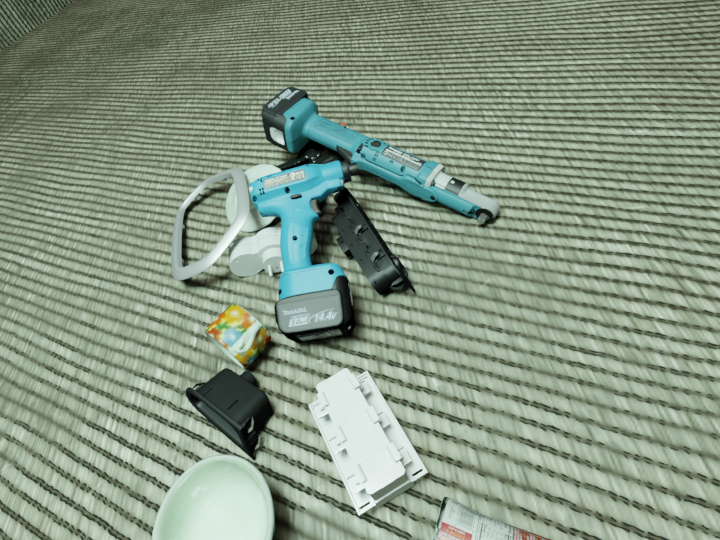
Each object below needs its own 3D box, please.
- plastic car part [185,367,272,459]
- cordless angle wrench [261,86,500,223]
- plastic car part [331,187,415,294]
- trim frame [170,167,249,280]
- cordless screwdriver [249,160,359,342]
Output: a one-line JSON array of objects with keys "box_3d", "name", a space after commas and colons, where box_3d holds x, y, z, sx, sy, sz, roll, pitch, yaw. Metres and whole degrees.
[{"box_3d": [-0.153, 0.156, 0.513, 0.123, 0.063, 0.070, 25, 48, 34], "name": "plastic car part"}, {"box_3d": [0.022, -0.185, 0.690, 0.441, 0.072, 0.097, 31, 62, 23], "name": "cordless angle wrench"}, {"box_3d": [0.006, -0.041, 0.610, 0.067, 0.063, 0.214, -35, 51, 0], "name": "plastic car part"}, {"box_3d": [-0.259, -0.085, 0.714, 0.186, 0.026, 0.261, -35, 45, 11], "name": "trim frame"}, {"box_3d": [-0.056, -0.037, 0.573, 0.160, 0.072, 0.256, -16, 67, 3], "name": "cordless screwdriver"}]
